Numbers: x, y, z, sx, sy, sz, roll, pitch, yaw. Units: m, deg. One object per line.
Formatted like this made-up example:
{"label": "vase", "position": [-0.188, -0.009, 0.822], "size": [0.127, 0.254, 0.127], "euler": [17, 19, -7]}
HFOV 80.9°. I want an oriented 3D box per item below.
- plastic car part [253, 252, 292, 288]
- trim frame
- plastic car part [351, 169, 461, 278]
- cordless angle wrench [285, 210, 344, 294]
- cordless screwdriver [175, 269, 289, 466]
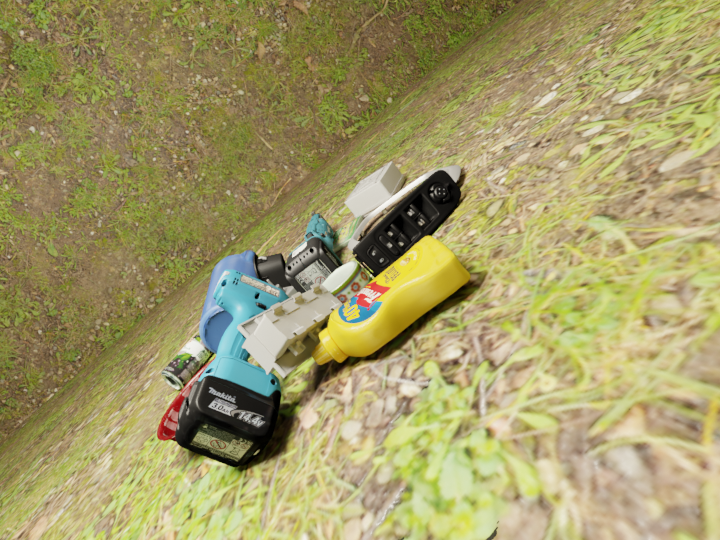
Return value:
{"label": "plastic car part", "position": [-0.158, 0.018, 0.817], "size": [0.071, 0.114, 0.067], "euler": [-15, 17, 1]}
{"label": "trim frame", "position": [0.076, -0.113, 0.777], "size": [0.251, 0.027, 0.187], "euler": [-34, 19, 13]}
{"label": "plastic car part", "position": [0.074, -0.067, 0.638], "size": [0.202, 0.068, 0.066], "euler": [-46, -9, -12]}
{"label": "cordless angle wrench", "position": [-0.081, -0.053, 0.833], "size": [0.075, 0.095, 0.432], "euler": [-38, 18, 8]}
{"label": "cordless screwdriver", "position": [-0.128, 0.110, 0.536], "size": [0.074, 0.154, 0.256], "euler": [-56, 21, 31]}
